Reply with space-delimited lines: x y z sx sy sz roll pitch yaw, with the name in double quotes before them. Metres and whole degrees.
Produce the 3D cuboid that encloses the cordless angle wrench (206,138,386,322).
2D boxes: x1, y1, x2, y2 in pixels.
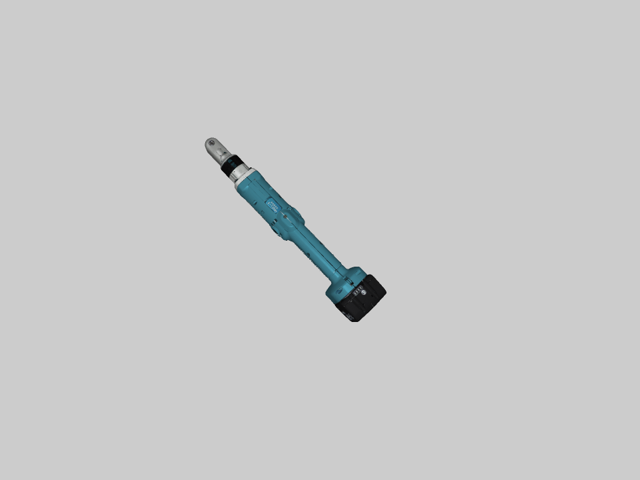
"cordless angle wrench" -0.060 -0.031 0.763 0.074 0.423 0.098 -43 -4 -11
